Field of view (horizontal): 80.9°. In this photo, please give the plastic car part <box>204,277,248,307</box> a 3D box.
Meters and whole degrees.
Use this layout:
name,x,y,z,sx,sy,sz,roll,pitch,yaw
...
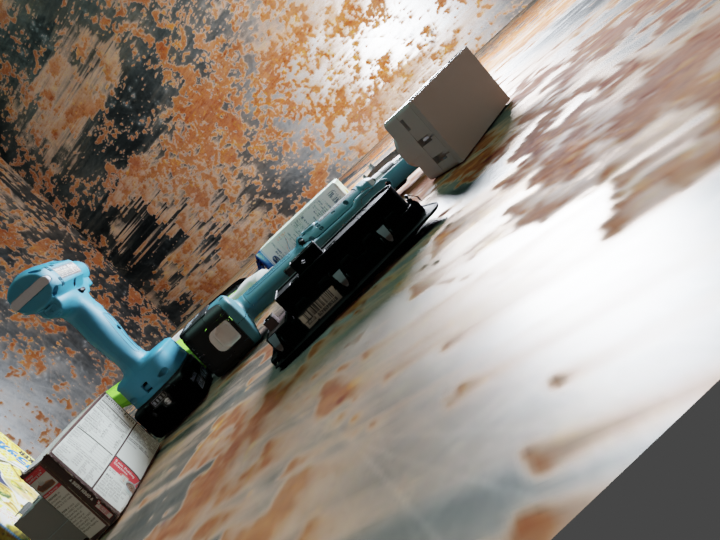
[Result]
name,x,y,z,sx,sy,sz,roll,pitch,yaw
plastic car part,-0.244,0.066,0.847,0.116,0.063,0.074,-42,25,-10

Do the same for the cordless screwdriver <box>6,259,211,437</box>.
name,x,y,z,sx,sy,sz,roll,pitch,yaw
cordless screwdriver,-0.303,0.082,0.536,0.074,0.243,0.164,-44,14,-6

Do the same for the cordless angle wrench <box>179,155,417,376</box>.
name,x,y,z,sx,sy,sz,roll,pitch,yaw
cordless angle wrench,-0.057,-0.037,0.581,0.421,0.073,0.100,-43,12,-9

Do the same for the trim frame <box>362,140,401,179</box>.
name,x,y,z,sx,sy,sz,roll,pitch,yaw
trim frame,0.077,-0.207,0.712,0.183,0.027,0.248,-36,2,-5

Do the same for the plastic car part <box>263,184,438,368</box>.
name,x,y,z,sx,sy,sz,roll,pitch,yaw
plastic car part,-0.019,-0.006,0.391,0.203,0.067,0.066,-41,3,1
